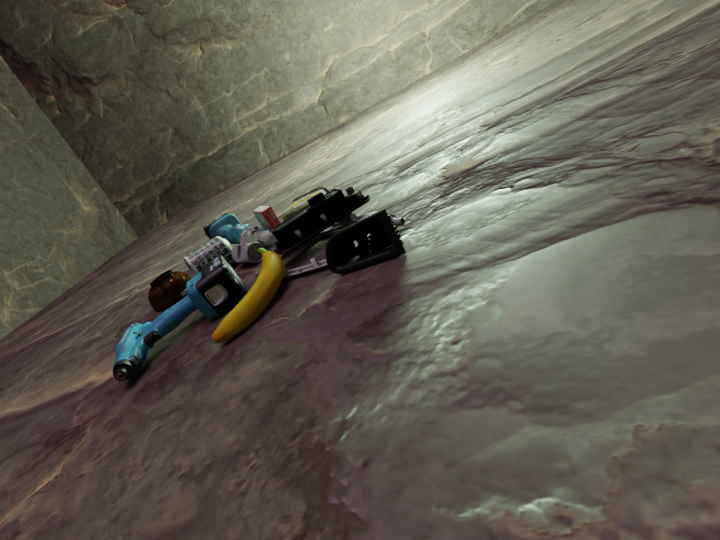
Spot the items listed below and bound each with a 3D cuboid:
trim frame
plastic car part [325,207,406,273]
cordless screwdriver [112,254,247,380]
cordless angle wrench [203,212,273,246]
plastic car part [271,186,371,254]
[{"bbox_3d":[-0.074,-0.048,0.758,0.257,0.027,0.183,-16,26,37],"label":"trim frame"},{"bbox_3d":[0.009,-0.043,0.611,0.120,0.065,0.069,-21,7,32],"label":"plastic car part"},{"bbox_3d":[-0.318,0.084,0.737,0.248,0.072,0.165,-37,22,-3],"label":"cordless screwdriver"},{"bbox_3d":[-0.314,-0.095,1.108,0.097,0.072,0.443,-40,26,-21],"label":"cordless angle wrench"},{"bbox_3d":[-0.082,-0.098,0.776,0.202,0.064,0.069,-38,28,-9],"label":"plastic car part"}]
